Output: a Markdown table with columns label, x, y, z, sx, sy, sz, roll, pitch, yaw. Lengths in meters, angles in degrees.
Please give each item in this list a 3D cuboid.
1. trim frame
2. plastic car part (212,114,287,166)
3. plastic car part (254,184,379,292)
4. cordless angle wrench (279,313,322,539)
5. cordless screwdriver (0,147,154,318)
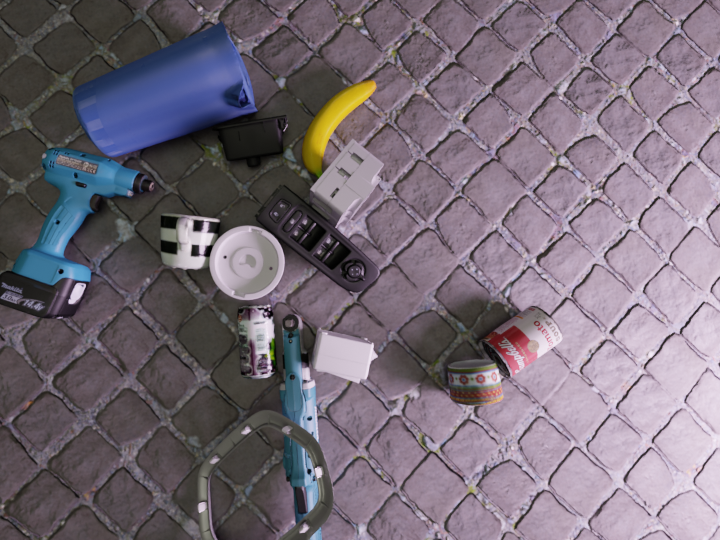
| label | x | y | z | sx | sy | sz | roll | pitch | yaw |
| --- | --- | --- | --- | --- | --- | --- | --- | --- | --- |
| trim frame | -0.141 | 0.309 | 0.578 | 0.250 | 0.026 | 0.192 | -43 | 64 | 13 |
| plastic car part | -0.167 | -0.201 | 0.668 | 0.116 | 0.067 | 0.070 | -13 | 102 | -2 |
| plastic car part | -0.063 | -0.041 | 0.645 | 0.201 | 0.068 | 0.066 | 39 | 87 | -6 |
| cordless angle wrench | -0.084 | 0.277 | 0.613 | 0.075 | 0.096 | 0.428 | -6 | 80 | 5 |
| cordless screwdriver | -0.418 | -0.052 | 0.630 | 0.158 | 0.074 | 0.250 | 14 | 80 | -3 |
